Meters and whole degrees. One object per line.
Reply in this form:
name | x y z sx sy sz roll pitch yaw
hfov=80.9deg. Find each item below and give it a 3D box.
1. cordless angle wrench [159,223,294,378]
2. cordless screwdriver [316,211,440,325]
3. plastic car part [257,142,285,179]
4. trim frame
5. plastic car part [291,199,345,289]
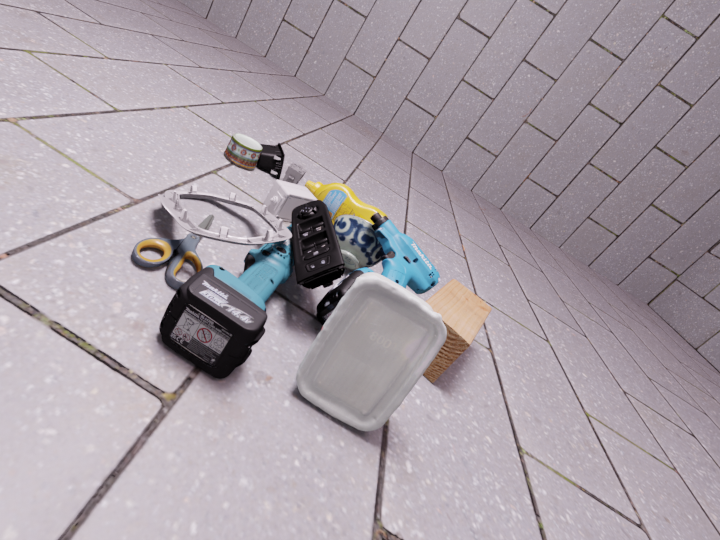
cordless angle wrench | -0.129 -0.010 0.611 0.097 0.074 0.424 32 21 -5
cordless screwdriver | 0.024 0.005 0.654 0.160 0.075 0.243 51 40 1
plastic car part | -0.225 -0.274 1.017 0.068 0.065 0.122 6 30 -23
trim frame | -0.205 -0.088 0.634 0.176 0.027 0.262 3 23 -31
plastic car part | -0.061 -0.040 0.628 0.063 0.067 0.212 54 11 -39
